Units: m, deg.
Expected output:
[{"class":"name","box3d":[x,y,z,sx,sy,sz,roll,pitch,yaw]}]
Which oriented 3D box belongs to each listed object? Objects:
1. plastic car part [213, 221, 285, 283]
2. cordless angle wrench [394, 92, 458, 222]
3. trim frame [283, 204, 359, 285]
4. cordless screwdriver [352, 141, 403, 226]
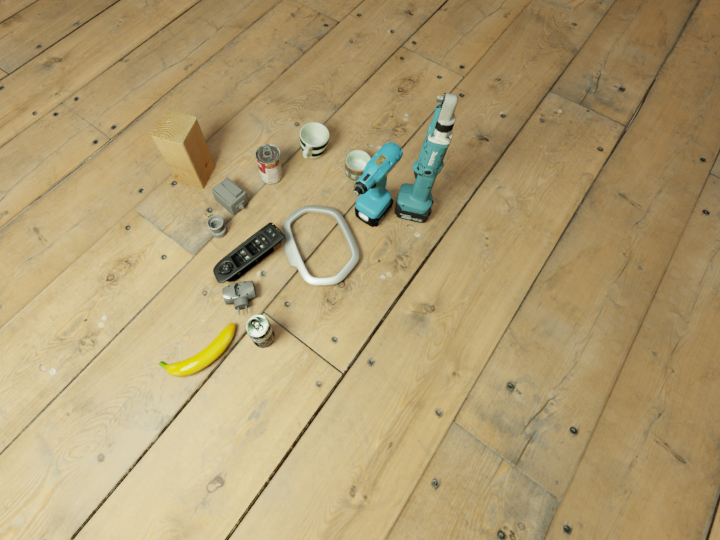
[{"class":"plastic car part","box3d":[-0.288,-0.038,1.089,0.201,0.065,0.069,-38,72,-16]},{"class":"cordless angle wrench","box3d":[0.160,-0.250,0.992,0.099,0.414,0.075,15,66,2]},{"class":"trim frame","box3d":[-0.110,-0.072,1.124,0.182,0.027,0.258,-21,66,-9]},{"class":"cordless screwdriver","box3d":[0.029,-0.192,1.060,0.076,0.243,0.158,35,69,11]}]
